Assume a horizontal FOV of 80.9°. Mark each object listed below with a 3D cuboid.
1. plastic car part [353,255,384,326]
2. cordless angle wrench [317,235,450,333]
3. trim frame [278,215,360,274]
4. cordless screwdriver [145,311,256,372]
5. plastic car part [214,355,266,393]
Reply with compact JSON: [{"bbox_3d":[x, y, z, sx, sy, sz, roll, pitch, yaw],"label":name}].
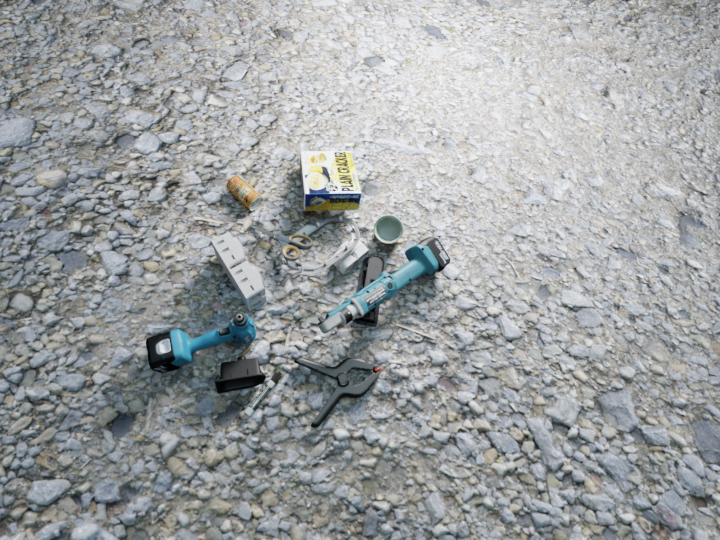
[{"bbox_3d":[0.026,0.042,1.135,0.067,0.065,0.207,8,61,4],"label":"plastic car part"},{"bbox_3d":[0.060,0.042,1.072,0.413,0.076,0.098,-32,89,-31],"label":"cordless angle wrench"},{"bbox_3d":[-0.114,-0.074,1.165,0.246,0.026,0.195,-40,45,-18],"label":"trim frame"},{"bbox_3d":[-0.371,0.160,0.991,0.245,0.156,0.077,-16,69,-11],"label":"cordless screwdriver"},{"bbox_3d":[-0.290,0.242,1.015,0.114,0.064,0.074,-10,52,-14],"label":"plastic car part"}]
